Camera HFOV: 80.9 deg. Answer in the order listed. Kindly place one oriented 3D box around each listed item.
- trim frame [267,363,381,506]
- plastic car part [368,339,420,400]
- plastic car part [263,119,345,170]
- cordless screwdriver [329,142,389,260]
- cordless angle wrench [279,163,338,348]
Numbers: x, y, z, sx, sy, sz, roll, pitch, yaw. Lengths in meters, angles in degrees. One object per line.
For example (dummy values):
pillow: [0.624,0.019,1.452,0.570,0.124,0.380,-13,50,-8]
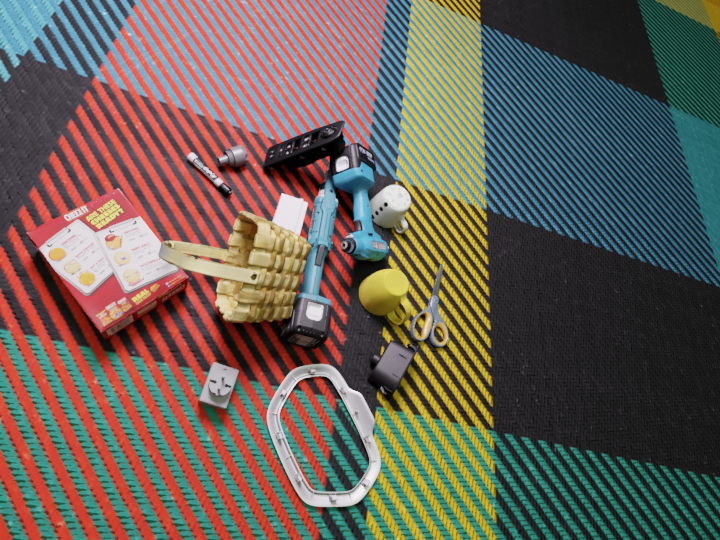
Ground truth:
trim frame: [-0.061,0.291,0.759,0.179,0.027,0.255,-22,74,-27]
plastic car part: [0.057,0.185,0.835,0.073,0.065,0.116,33,63,12]
plastic car part: [-0.115,-0.260,0.916,0.064,0.210,0.067,50,39,-35]
cordless screwdriver: [-0.012,-0.144,0.893,0.152,0.077,0.252,7,70,-59]
cordless angle wrench: [-0.086,-0.056,0.879,0.072,0.098,0.432,17,58,-17]
